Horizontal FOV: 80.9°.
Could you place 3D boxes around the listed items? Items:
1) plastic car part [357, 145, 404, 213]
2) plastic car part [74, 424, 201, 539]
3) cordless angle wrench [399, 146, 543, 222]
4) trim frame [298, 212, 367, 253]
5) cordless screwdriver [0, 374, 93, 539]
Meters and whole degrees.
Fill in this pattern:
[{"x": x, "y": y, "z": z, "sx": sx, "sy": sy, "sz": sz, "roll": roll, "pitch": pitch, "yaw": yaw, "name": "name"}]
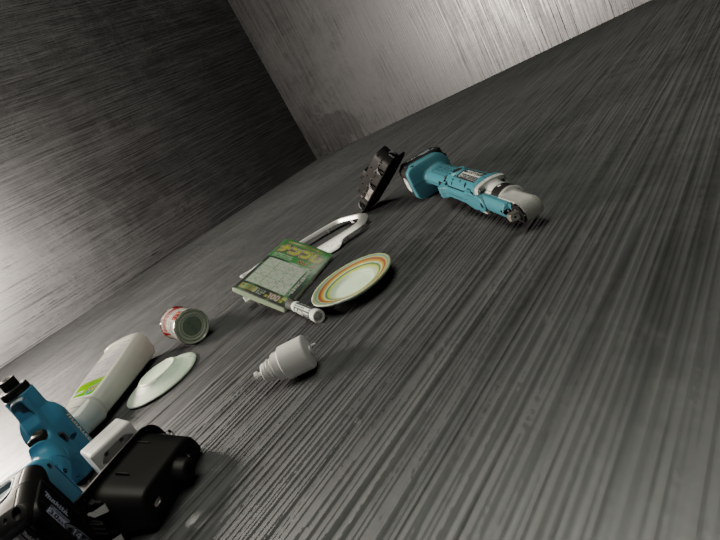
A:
[{"x": 0.038, "y": -0.208, "z": 0.937, "sx": 0.065, "sy": 0.068, "sz": 0.203, "roll": -33, "pitch": -7, "yaw": -27, "name": "plastic car part"}, {"x": -0.199, "y": 0.200, "z": 0.412, "sx": 0.073, "sy": 0.064, "sz": 0.116, "roll": -8, "pitch": 21, "yaw": 17, "name": "plastic car part"}, {"x": 0.169, "y": -0.142, "z": 0.698, "sx": 0.098, "sy": 0.072, "sz": 0.436, "roll": -30, "pitch": 21, "yaw": 1, "name": "cordless angle wrench"}, {"x": -0.091, "y": -0.060, "z": 0.931, "sx": 0.247, "sy": 0.027, "sz": 0.190, "roll": -30, "pitch": 18, "yaw": -5, "name": "trim frame"}, {"x": -0.346, "y": 0.208, "z": 0.446, "sx": 0.073, "sy": 0.154, "sz": 0.260, "roll": -36, "pitch": 20, "yaw": -21, "name": "cordless screwdriver"}]
